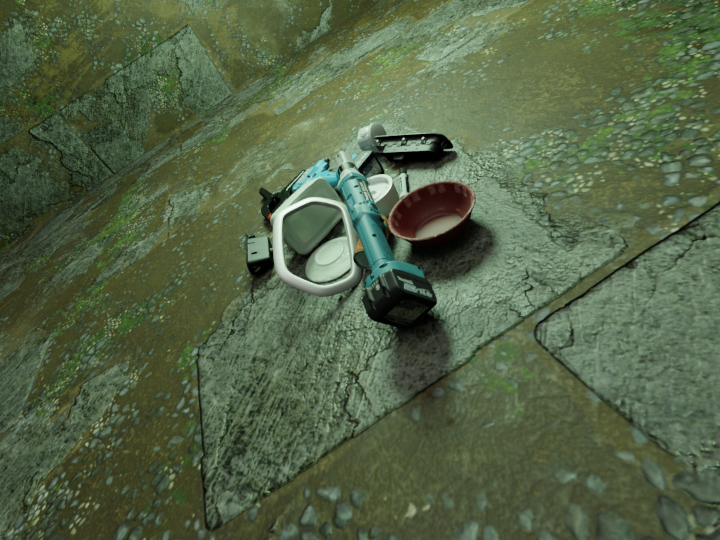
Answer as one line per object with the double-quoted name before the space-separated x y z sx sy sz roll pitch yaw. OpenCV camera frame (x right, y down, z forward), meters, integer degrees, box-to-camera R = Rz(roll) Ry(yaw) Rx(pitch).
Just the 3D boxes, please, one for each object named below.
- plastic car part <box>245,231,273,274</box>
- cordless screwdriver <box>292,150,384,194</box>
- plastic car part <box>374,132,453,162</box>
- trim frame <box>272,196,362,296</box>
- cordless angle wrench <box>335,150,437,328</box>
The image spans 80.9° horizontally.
"plastic car part" -0.232 -0.041 0.998 0.071 0.063 0.122 -18 39 -4
"cordless screwdriver" -0.054 -0.253 1.089 0.261 0.071 0.159 1 48 43
"plastic car part" 0.118 -0.291 1.010 0.214 0.063 0.067 8 61 42
"trim frame" -0.083 -0.054 0.844 0.182 0.027 0.258 -6 53 -6
"cordless angle wrench" 0.012 -0.094 0.763 0.075 0.093 0.442 -50 39 30
